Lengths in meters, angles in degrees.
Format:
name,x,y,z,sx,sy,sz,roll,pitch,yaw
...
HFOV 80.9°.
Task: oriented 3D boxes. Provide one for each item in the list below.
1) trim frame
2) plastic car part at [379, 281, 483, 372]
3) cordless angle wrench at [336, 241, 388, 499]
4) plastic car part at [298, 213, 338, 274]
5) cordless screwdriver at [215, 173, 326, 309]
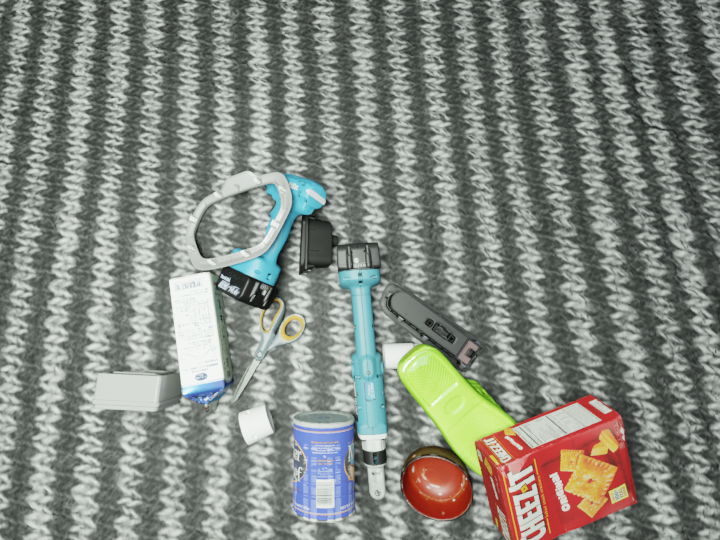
name,x,y,z,sx,sy,sz,roll,pitch,yaw
trim frame,-0.228,-0.094,0.760,0.257,0.026,0.188,-13,61,28
plastic car part,0.122,0.098,0.750,0.207,0.066,0.066,36,89,10
cordless angle wrench,0.011,0.166,0.727,0.074,0.097,0.427,-5,82,-1
plastic car part,-0.077,-0.051,0.790,0.069,0.067,0.118,7,76,-15
cordless screwdriver,-0.176,-0.065,0.774,0.168,0.070,0.249,25,86,41
